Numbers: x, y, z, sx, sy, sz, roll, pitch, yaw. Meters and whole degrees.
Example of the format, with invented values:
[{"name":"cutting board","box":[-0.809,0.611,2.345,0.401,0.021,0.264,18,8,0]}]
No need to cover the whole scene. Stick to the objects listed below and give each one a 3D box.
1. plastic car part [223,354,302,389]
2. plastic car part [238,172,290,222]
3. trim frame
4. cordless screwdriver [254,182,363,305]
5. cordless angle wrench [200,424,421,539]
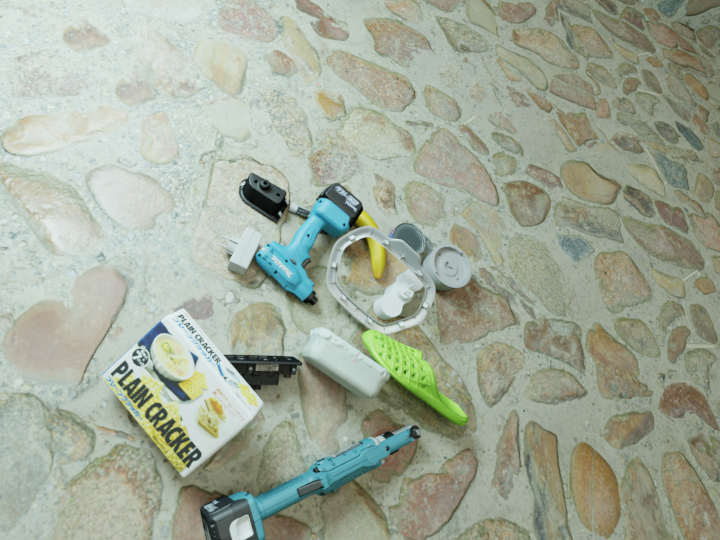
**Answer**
[{"name":"plastic car part","box":[-0.214,0.183,0.779,0.197,0.068,0.067,10,92,-18]},{"name":"plastic car part","box":[-0.208,-0.169,0.918,0.114,0.072,0.066,33,60,-10]},{"name":"trim frame","box":[0.043,0.022,0.878,0.246,0.028,0.184,43,89,-4]},{"name":"cordless screwdriver","box":[-0.088,-0.058,0.904,0.158,0.075,0.247,43,71,-5]},{"name":"cordless angle wrench","box":[-0.061,0.363,0.747,0.409,0.099,0.076,-14,77,-29]}]
